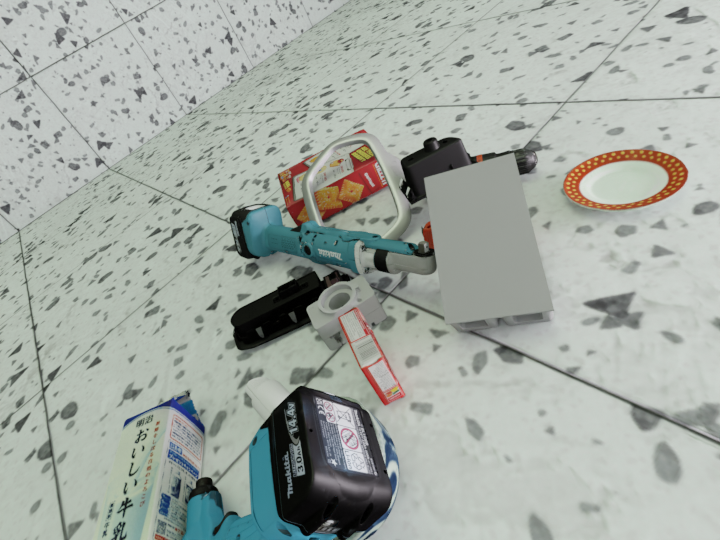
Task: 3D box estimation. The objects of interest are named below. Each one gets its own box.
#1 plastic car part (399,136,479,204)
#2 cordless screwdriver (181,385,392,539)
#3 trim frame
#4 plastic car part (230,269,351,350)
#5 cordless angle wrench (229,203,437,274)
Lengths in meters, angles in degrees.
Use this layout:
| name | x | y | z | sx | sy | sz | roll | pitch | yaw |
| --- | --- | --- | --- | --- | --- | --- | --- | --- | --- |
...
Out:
| name | x | y | z | sx | sy | sz | roll | pitch | yaw |
| --- | --- | --- | --- | --- | --- | --- | --- | --- | --- |
| plastic car part | 0.108 | -0.161 | 0.634 | 0.117 | 0.067 | 0.068 | -29 | 33 | 9 |
| cordless screwdriver | -0.090 | 0.201 | 0.370 | 0.249 | 0.071 | 0.167 | -53 | 32 | 17 |
| trim frame | -0.010 | -0.132 | 0.729 | 0.187 | 0.026 | 0.258 | -27 | 60 | 15 |
| plastic car part | -0.111 | 0.055 | 0.632 | 0.204 | 0.063 | 0.069 | -29 | 42 | 6 |
| cordless angle wrench | -0.065 | -0.042 | 0.662 | 0.072 | 0.095 | 0.446 | -25 | 26 | -38 |
